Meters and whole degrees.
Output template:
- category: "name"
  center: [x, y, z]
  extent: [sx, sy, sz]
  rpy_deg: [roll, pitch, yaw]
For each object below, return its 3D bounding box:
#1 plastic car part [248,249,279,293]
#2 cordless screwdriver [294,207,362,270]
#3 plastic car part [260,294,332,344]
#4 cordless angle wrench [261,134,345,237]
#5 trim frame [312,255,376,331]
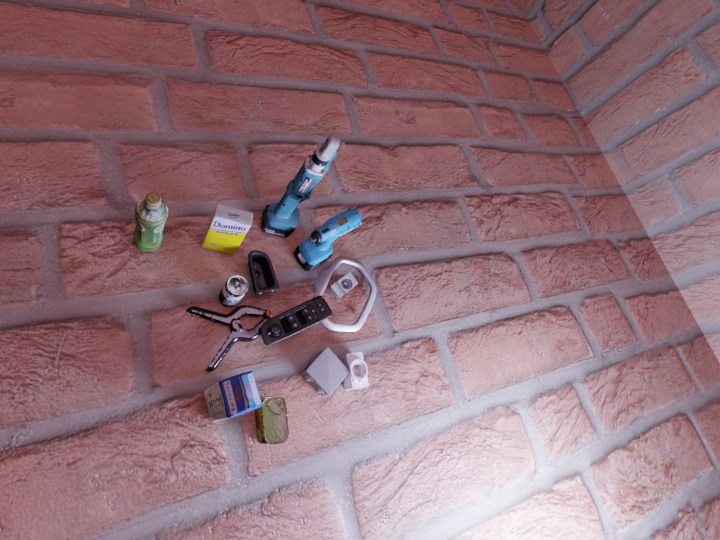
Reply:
- category: "plastic car part"
  center: [-0.271, 0.010, 1.132]
  extent: [0.063, 0.072, 0.119]
  rpy_deg: [-10, 72, -31]
- category: "cordless screwdriver"
  center: [-0.111, -0.073, 1.139]
  extent: [0.155, 0.252, 0.075]
  rpy_deg: [-31, 86, -35]
- category: "plastic car part"
  center: [-0.177, 0.136, 1.117]
  extent: [0.197, 0.068, 0.067]
  rpy_deg: [-24, 80, -32]
- category: "cordless angle wrench"
  center: [-0.154, -0.209, 1.080]
  extent: [0.094, 0.429, 0.076]
  rpy_deg: [14, 63, -24]
- category: "trim frame"
  center: [-0.048, 0.067, 1.236]
  extent: [0.181, 0.028, 0.249]
  rpy_deg: [32, 57, -8]
